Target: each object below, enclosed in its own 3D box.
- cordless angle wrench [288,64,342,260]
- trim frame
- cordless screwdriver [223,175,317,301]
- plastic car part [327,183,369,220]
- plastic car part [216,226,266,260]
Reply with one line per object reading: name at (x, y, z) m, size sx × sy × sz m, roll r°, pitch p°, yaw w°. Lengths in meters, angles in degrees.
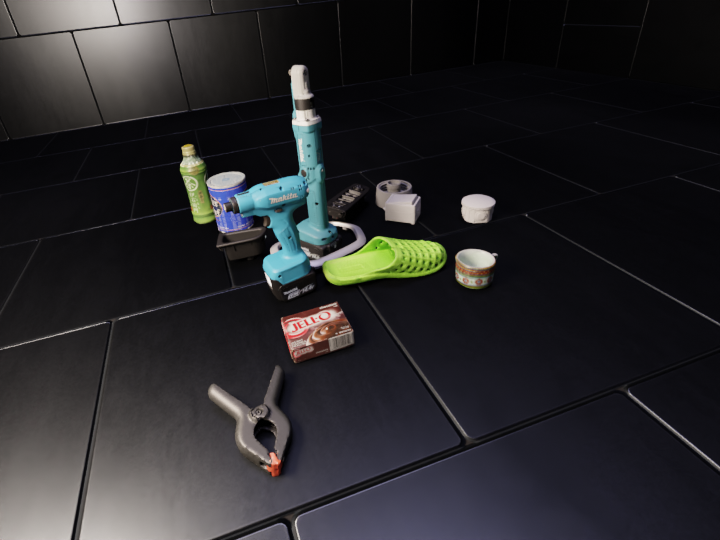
cordless angle wrench at (-0.106, -0.217, 0.914) m, size 0.103 × 0.409 × 0.073 m, roll 21°, pitch 39°, yaw 34°
trim frame at (-0.101, -0.066, 1.032) m, size 0.242 × 0.026 × 0.195 m, roll -29°, pitch 40°, yaw -31°
cordless screwdriver at (-0.170, -0.055, 0.831) m, size 0.155 × 0.241 × 0.078 m, roll -18°, pitch 34°, yaw -21°
plastic car part at (-0.030, -0.186, 1.166) m, size 0.069 × 0.065 × 0.201 m, roll 10°, pitch 36°, yaw 22°
plastic car part at (-0.277, -0.057, 1.010) m, size 0.116 × 0.068 × 0.068 m, roll -8°, pitch 32°, yaw -4°
